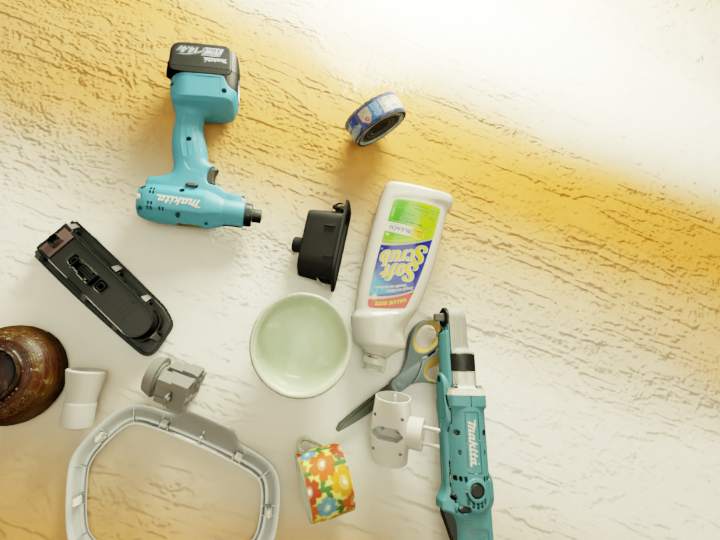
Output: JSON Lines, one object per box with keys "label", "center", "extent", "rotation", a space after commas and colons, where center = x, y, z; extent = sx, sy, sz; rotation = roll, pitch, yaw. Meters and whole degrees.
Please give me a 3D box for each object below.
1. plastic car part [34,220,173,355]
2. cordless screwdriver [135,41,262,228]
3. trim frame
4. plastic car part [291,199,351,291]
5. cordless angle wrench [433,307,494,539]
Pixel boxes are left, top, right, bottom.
{"label": "plastic car part", "center": [-0.313, 0.018, 0.517], "extent": [0.204, 0.067, 0.066], "rotation": [43, 65, 1]}
{"label": "cordless screwdriver", "center": [-0.203, -0.179, 0.580], "extent": [0.157, 0.074, 0.251], "rotation": [6, 78, -8]}
{"label": "trim frame", "center": [-0.212, 0.259, 0.481], "extent": [0.249, 0.027, 0.185], "rotation": [24, 72, 1]}
{"label": "plastic car part", "center": [-0.056, -0.037, 0.573], "extent": [0.072, 0.064, 0.117], "rotation": [13, 76, 8]}
{"label": "cordless angle wrench", "center": [0.124, 0.257, 0.503], "extent": [0.096, 0.074, 0.429], "rotation": [3, 74, -10]}
